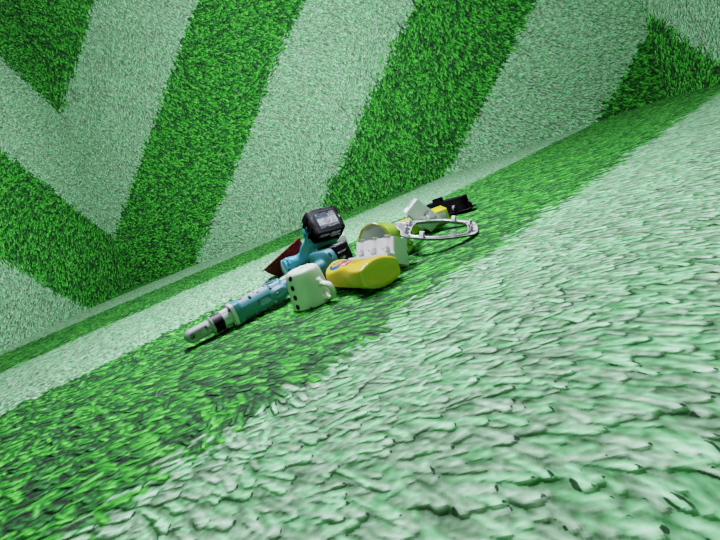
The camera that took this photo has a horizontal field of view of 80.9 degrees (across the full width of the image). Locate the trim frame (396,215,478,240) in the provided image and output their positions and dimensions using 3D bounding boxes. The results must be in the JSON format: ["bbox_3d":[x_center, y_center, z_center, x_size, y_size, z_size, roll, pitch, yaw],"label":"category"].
[{"bbox_3d":[0.181,-0.104,1.005,0.189,0.027,0.246,-1,18,16],"label":"trim frame"}]

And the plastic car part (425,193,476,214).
[{"bbox_3d":[0.264,-0.197,1.313,0.064,0.066,0.212,-18,11,-38],"label":"plastic car part"}]

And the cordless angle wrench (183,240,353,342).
[{"bbox_3d":[-0.196,0.049,0.952,0.413,0.073,0.102,-30,14,-30],"label":"cordless angle wrench"}]

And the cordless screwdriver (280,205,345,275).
[{"bbox_3d":[-0.112,-0.073,1.147,0.154,0.077,0.249,-15,-22,-33],"label":"cordless screwdriver"}]
